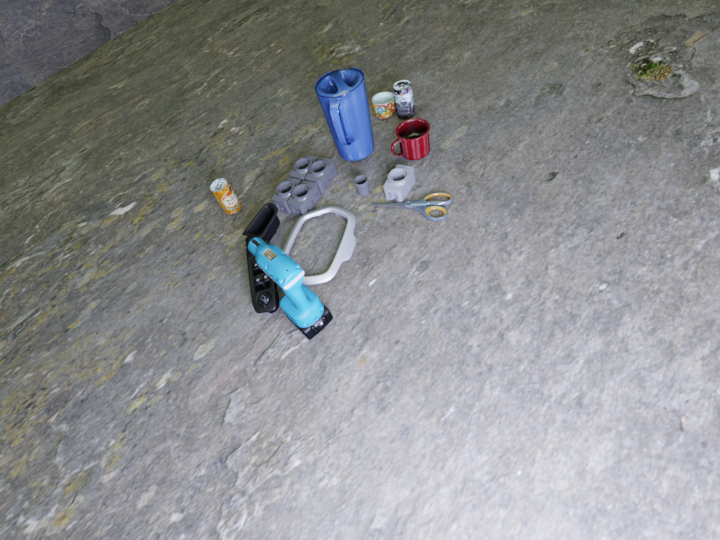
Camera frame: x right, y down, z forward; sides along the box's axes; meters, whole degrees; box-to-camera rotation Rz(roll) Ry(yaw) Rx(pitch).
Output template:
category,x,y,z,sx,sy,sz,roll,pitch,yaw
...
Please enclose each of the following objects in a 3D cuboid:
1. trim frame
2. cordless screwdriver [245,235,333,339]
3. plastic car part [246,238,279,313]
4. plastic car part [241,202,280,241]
category,x,y,z,sx,sy,sz,roll,pitch,yaw
trim frame,-0.105,-0.069,1.076,0.191,0.026,0.251,7,57,23
cordless screwdriver,-0.152,0.032,0.881,0.074,0.237,0.168,-41,54,-16
plastic car part,-0.234,0.023,1.027,0.067,0.064,0.211,-18,51,3
plastic car part,-0.251,-0.116,1.133,0.069,0.067,0.116,17,61,27
